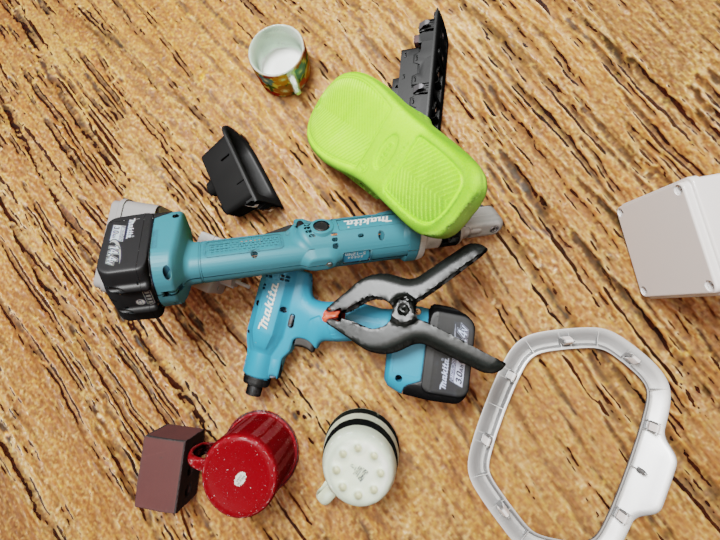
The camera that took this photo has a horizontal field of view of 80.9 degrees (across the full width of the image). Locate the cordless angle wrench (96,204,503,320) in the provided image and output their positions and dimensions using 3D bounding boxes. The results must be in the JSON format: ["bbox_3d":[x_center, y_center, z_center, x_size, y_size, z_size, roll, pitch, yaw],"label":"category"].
[{"bbox_3d":[-0.045,-0.029,0.456,0.418,0.072,0.102,-8,46,-8],"label":"cordless angle wrench"}]

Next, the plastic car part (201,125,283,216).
[{"bbox_3d":[-0.161,-0.115,0.536,0.072,0.063,0.119,-35,76,15],"label":"plastic car part"}]

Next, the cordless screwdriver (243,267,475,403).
[{"bbox_3d":[-0.010,0.090,0.473,0.255,0.072,0.160,13,84,14],"label":"cordless screwdriver"}]

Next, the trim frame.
[{"bbox_3d":[0.224,0.180,0.446,0.188,0.027,0.249,23,84,10],"label":"trim frame"}]

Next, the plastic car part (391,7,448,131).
[{"bbox_3d":[0.070,-0.202,0.509,0.069,0.064,0.204,0,82,16],"label":"plastic car part"}]
